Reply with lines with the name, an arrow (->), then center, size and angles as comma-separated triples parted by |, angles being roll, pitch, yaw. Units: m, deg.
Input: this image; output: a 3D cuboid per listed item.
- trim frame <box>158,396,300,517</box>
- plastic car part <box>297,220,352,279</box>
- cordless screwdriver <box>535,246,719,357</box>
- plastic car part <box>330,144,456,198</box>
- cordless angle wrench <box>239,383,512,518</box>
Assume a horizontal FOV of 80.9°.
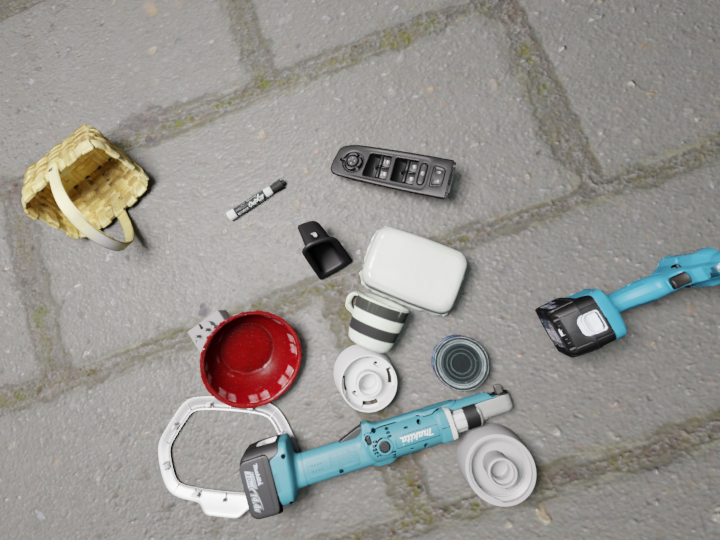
trim frame -> -0.223, 0.308, 0.706 | 0.251, 0.027, 0.185 | 2, 83, 6
plastic car part -> -0.069, -0.045, 0.702 | 0.066, 0.111, 0.074 | -31, 58, 0
cordless screwdriver -> 0.394, 0.038, 0.596 | 0.250, 0.156, 0.075 | -26, 83, 4
plastic car part -> 0.052, -0.169, 0.718 | 0.208, 0.065, 0.066 | 15, 92, 13
cordless angle wrench -> 0.032, 0.262, 0.649 | 0.422, 0.073, 0.099 | -17, 82, -2
